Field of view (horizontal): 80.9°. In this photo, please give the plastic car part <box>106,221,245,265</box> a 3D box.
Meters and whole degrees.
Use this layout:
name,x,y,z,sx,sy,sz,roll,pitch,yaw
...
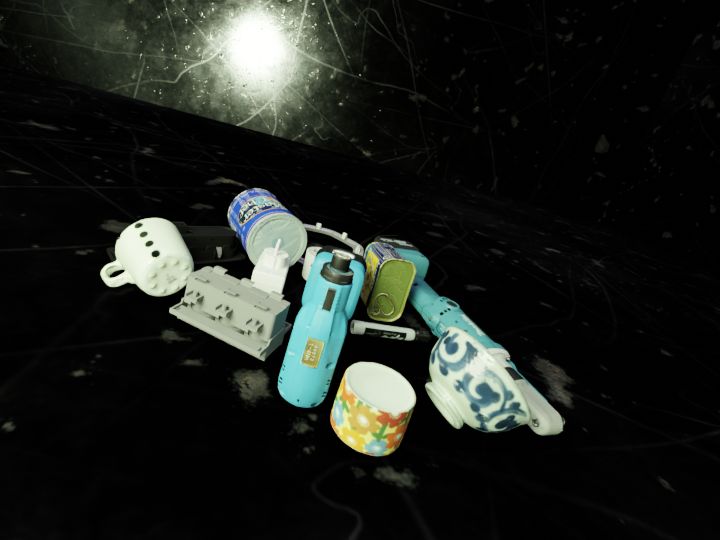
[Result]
name,x,y,z,sx,sy,sz,roll,pitch,yaw
plastic car part,-0.272,-0.042,0.650,0.193,0.066,0.070,0,19,-43

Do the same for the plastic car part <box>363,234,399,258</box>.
name,x,y,z,sx,sy,sz,roll,pitch,yaw
plastic car part,0.070,-0.031,0.879,0.074,0.066,0.111,45,28,25

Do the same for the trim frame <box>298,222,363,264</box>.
name,x,y,z,sx,sy,sz,roll,pitch,yaw
trim frame,-0.085,-0.055,0.864,0.186,0.027,0.249,16,22,4

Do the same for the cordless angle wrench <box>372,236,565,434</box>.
name,x,y,z,sx,sy,sz,roll,pitch,yaw
cordless angle wrench,0.128,0.072,0.638,0.094,0.073,0.444,6,25,-26

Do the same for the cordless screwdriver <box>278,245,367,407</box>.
name,x,y,z,sx,sy,sz,roll,pitch,yaw
cordless screwdriver,-0.034,0.026,0.507,0.074,0.157,0.251,17,18,-2
